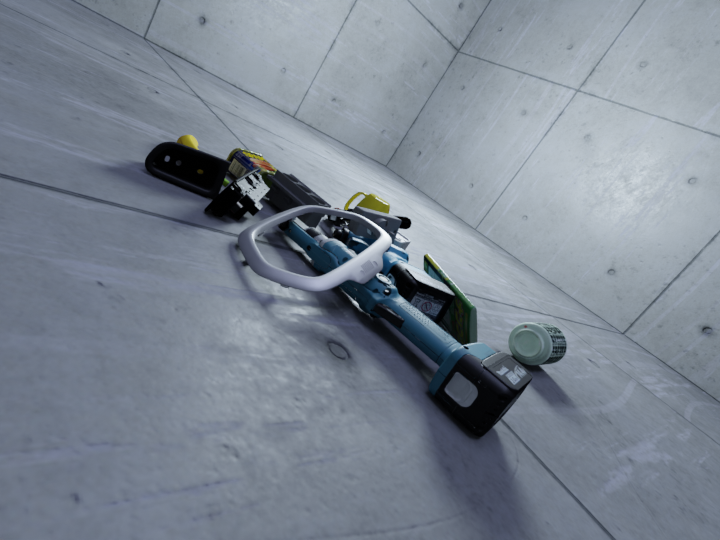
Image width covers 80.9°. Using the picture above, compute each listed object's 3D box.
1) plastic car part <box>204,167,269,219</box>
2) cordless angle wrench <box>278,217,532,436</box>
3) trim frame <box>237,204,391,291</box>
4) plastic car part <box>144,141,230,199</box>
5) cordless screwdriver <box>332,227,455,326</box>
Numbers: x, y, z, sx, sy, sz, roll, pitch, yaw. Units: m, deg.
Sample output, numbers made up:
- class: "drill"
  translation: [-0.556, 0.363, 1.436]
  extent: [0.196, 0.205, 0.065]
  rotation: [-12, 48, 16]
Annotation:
- class: "plastic car part"
  translation: [-0.187, -0.127, 0.696]
  extent: [0.065, 0.066, 0.208]
  rotation: [38, 15, -18]
- class: "cordless angle wrench"
  translation: [0.020, 0.034, 0.594]
  extent: [0.446, 0.074, 0.093]
  rotation: [39, 22, 32]
- class: "trim frame"
  translation: [-0.059, -0.038, 0.599]
  extent: [0.192, 0.027, 0.242]
  rotation: [25, 33, 23]
- class: "plastic car part"
  translation: [-0.276, -0.164, 0.667]
  extent: [0.111, 0.066, 0.074]
  rotation: [19, 6, -27]
- class: "cordless screwdriver"
  translation: [0.043, -0.002, 0.728]
  extent: [0.154, 0.074, 0.258]
  rotation: [23, 16, -21]
